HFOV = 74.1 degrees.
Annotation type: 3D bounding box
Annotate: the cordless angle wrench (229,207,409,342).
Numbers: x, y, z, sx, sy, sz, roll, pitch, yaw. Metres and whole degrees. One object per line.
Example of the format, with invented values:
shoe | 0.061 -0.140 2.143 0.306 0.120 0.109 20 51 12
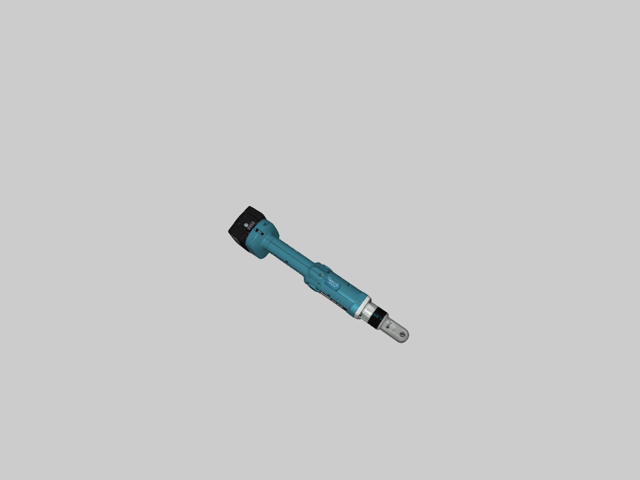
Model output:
cordless angle wrench | -0.002 0.078 0.871 0.423 0.074 0.098 34 -14 15
